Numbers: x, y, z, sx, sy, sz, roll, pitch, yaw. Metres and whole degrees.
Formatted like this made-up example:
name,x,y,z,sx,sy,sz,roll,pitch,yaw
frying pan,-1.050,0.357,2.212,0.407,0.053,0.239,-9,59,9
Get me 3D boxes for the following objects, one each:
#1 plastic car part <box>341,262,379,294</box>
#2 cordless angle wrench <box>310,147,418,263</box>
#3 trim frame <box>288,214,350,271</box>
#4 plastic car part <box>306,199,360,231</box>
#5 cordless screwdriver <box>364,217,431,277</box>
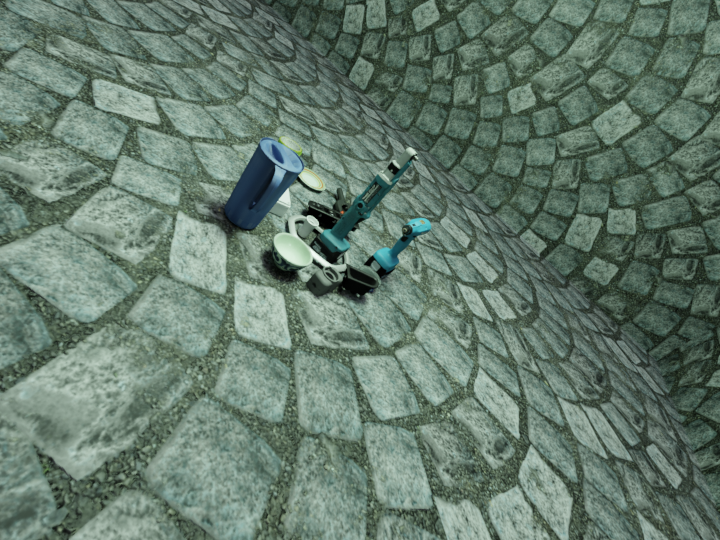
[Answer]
name,x,y,z,sx,sy,sz,roll,pitch,yaw
plastic car part,-0.010,0.040,1.254,0.112,0.071,0.068,27,33,-23
cordless angle wrench,0.011,-0.188,1.227,0.100,0.426,0.072,50,30,10
trim frame,-0.130,-0.085,1.330,0.247,0.028,0.184,37,30,-5
plastic car part,-0.102,-0.180,1.450,0.195,0.067,0.068,26,33,-23
cordless screwdriver,0.110,-0.070,1.356,0.076,0.250,0.153,51,31,13
